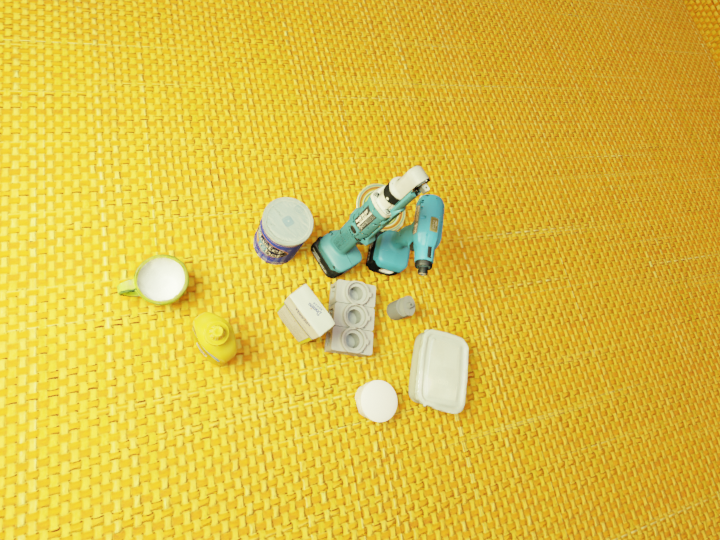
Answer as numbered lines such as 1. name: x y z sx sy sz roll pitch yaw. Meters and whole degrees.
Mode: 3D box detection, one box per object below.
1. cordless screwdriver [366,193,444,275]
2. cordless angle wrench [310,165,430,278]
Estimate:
1. cordless screwdriver: 0.090 -0.041 0.889 0.072 0.251 0.161 17 69 -16
2. cordless angle wrench: 0.008 -0.084 0.783 0.073 0.428 0.099 -29 87 -26
